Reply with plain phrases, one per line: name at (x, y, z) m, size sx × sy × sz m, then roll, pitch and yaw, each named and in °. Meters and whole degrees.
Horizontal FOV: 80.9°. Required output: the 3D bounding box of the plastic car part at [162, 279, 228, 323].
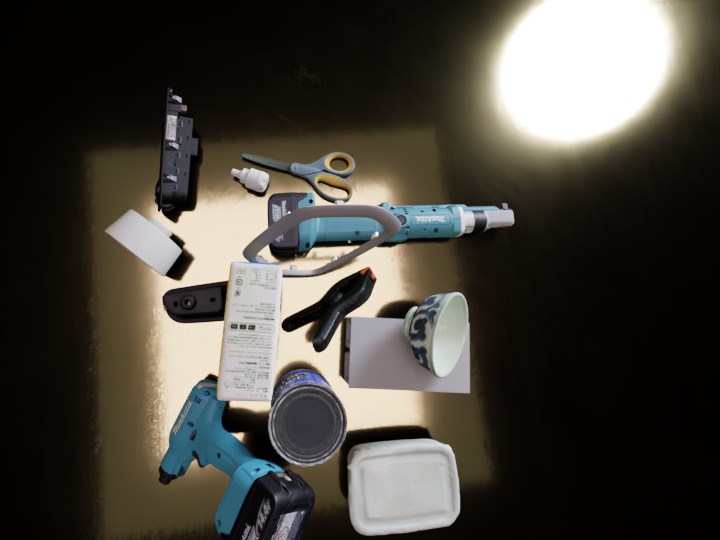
plastic car part at (-0.254, 0.050, 0.655) m, size 0.115 × 0.071 × 0.067 m, roll -6°, pitch 82°, yaw -10°

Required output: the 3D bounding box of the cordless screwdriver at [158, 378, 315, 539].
cordless screwdriver at (-0.184, 0.278, 0.561) m, size 0.263 × 0.070 × 0.159 m, roll 26°, pitch 89°, yaw 40°

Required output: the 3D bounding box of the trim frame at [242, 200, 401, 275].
trim frame at (-0.059, -0.039, 0.604) m, size 0.175 × 0.254 × 0.028 m, roll 13°, pitch 61°, yaw -37°

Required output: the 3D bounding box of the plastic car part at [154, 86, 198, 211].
plastic car part at (-0.307, -0.190, 0.701) m, size 0.064 × 0.069 × 0.205 m, roll 10°, pitch 77°, yaw -32°

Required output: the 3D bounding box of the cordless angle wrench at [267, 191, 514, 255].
cordless angle wrench at (0.058, -0.080, 0.707) m, size 0.418 × 0.074 × 0.099 m, roll -2°, pitch 82°, yaw -8°
